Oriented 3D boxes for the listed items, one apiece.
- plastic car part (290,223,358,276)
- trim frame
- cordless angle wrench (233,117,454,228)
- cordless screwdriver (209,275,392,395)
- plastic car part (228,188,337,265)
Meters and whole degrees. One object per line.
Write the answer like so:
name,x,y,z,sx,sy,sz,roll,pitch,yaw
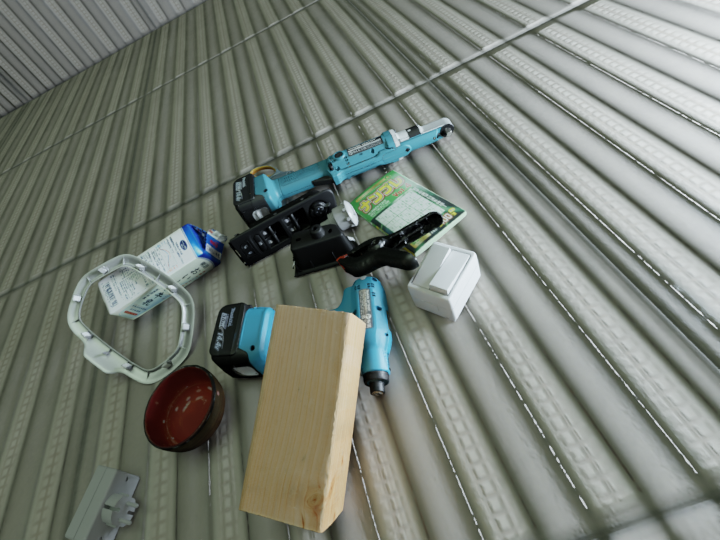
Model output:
plastic car part,-0.068,-0.044,0.691,0.119,0.067,0.068,-16,49,18
trim frame,-0.391,0.079,0.717,0.255,0.027,0.184,30,83,13
cordless angle wrench,-0.035,-0.196,0.797,0.427,0.070,0.102,-20,48,8
cordless screwdriver,-0.081,0.104,0.581,0.253,0.071,0.164,-12,51,13
plastic car part,-0.135,-0.086,0.765,0.204,0.063,0.069,-26,30,5
